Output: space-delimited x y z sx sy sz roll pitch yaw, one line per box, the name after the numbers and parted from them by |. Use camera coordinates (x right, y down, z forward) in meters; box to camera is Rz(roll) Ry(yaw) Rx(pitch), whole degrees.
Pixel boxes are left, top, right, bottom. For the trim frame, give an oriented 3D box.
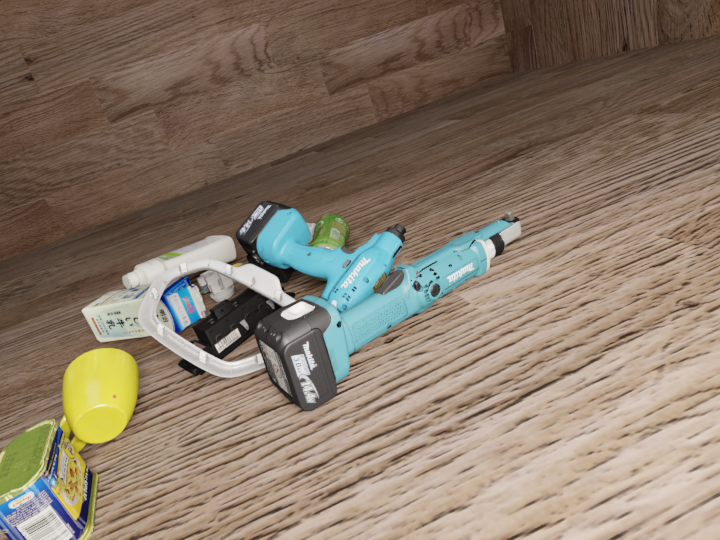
-0.193 0.053 0.597 0.259 0.027 0.181 23 41 21 | trim frame

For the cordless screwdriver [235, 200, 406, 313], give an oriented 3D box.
-0.064 -0.042 0.650 0.262 0.071 0.158 26 69 33 | cordless screwdriver

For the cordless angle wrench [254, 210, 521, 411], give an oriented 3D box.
0.073 0.019 0.535 0.412 0.095 0.078 -27 23 -29 | cordless angle wrench

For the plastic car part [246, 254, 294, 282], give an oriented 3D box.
-0.171 -0.001 0.796 0.120 0.063 0.072 -12 37 24 | plastic car part

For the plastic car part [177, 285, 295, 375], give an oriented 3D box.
-0.189 0.071 0.646 0.069 0.065 0.198 -5 23 47 | plastic car part
